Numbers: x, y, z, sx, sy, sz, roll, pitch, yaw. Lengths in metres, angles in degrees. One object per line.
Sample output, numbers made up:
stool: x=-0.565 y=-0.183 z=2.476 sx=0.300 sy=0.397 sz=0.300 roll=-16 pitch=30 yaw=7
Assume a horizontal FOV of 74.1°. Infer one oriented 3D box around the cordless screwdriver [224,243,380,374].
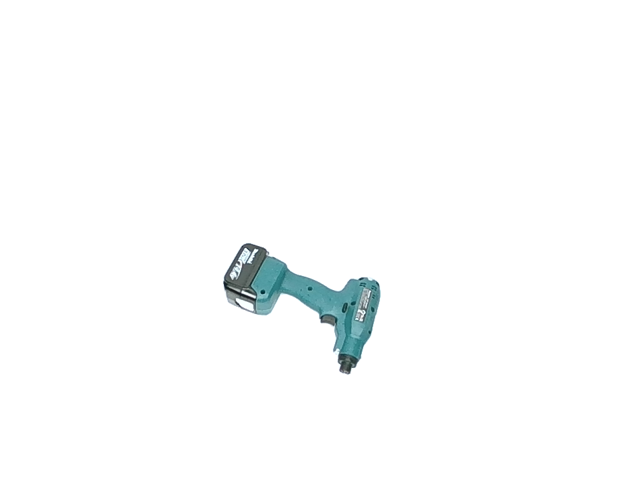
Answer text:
cordless screwdriver: x=-0.034 y=0.108 z=0.689 sx=0.249 sy=0.158 sz=0.074 roll=17 pitch=-32 yaw=4
